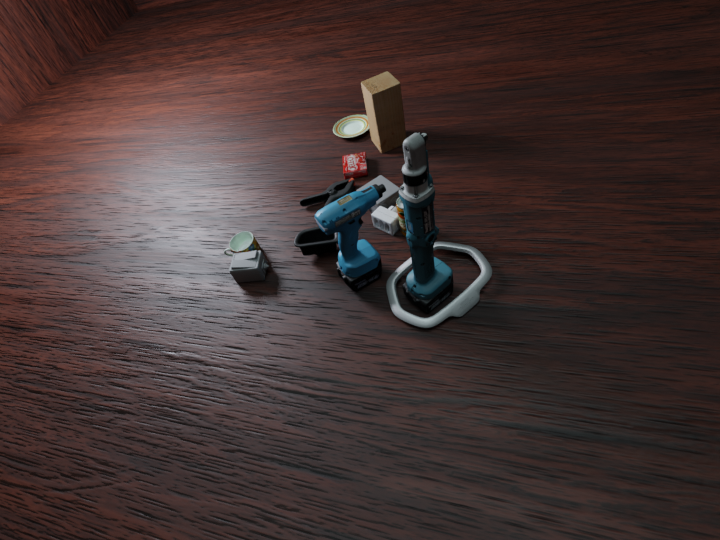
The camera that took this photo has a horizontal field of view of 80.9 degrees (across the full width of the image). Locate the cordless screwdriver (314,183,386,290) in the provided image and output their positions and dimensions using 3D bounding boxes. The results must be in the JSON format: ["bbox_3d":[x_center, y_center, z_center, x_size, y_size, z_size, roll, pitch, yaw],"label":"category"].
[{"bbox_3d":[0.000,-0.074,0.942,0.158,0.237,0.078,-30,50,-10],"label":"cordless screwdriver"}]

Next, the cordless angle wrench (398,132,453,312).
[{"bbox_3d":[0.116,-0.074,0.794,0.097,0.404,0.078,-36,51,-16],"label":"cordless angle wrench"}]

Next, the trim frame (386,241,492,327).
[{"bbox_3d":[0.172,0.026,0.945,0.246,0.026,0.195,-38,51,-14],"label":"trim frame"}]

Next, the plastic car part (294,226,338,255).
[{"bbox_3d":[-0.106,-0.069,1.085,0.118,0.068,0.068,-12,49,7],"label":"plastic car part"}]
